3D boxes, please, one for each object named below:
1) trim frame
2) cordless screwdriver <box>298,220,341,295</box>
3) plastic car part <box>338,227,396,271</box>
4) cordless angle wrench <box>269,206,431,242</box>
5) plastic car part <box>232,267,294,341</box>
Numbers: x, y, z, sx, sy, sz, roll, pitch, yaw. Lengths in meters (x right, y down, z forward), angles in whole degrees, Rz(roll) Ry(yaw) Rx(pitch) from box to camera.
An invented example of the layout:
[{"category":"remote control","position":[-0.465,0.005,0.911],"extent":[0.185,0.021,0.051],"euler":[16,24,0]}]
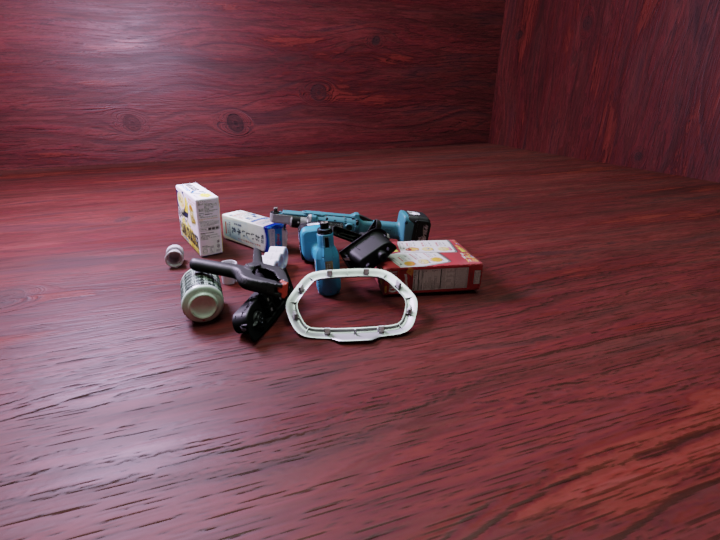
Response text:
[{"category":"trim frame","position":[-0.017,0.060,0.798],"extent":[0.248,0.027,0.190],"euler":[-2,45,-2]},{"category":"cordless screwdriver","position":[-0.096,-0.063,0.981],"extent":[0.073,0.155,0.258],"euler":[-7,22,-12]},{"category":"plastic car part","position":[0.026,-0.037,0.897],"extent":[0.116,0.063,0.075],"euler":[-35,36,-5]},{"category":"cordless angle wrench","position":[-0.031,-0.123,1.134],"extent":[0.419,0.096,0.076],"euler":[5,21,-5]},{"category":"plastic car part","position":[-0.188,0.063,0.812],"extent":[0.068,0.064,0.204],"euler":[-6,22,11]}]
